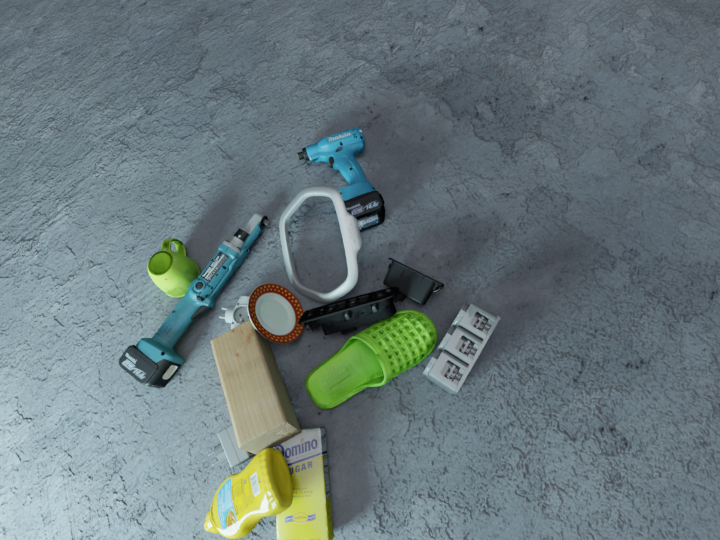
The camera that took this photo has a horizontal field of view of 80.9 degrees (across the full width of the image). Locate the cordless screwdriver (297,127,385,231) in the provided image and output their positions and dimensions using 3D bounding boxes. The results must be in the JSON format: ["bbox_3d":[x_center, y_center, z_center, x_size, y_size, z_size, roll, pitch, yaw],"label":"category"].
[{"bbox_3d":[-0.044,-0.202,0.945,0.160,0.071,0.257,-17,64,2],"label":"cordless screwdriver"}]

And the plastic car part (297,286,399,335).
[{"bbox_3d":[-0.016,0.084,0.823,0.206,0.065,0.067,-21,92,12],"label":"plastic car part"}]

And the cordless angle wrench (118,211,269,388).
[{"bbox_3d":[-0.333,0.043,0.903,0.101,0.072,0.423,28,74,16],"label":"cordless angle wrench"}]

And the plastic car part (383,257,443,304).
[{"bbox_3d":[0.097,0.030,0.841,0.121,0.063,0.071,24,89,20],"label":"plastic car part"}]

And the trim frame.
[{"bbox_3d":[-0.086,-0.056,0.878,0.190,0.026,0.252,-17,77,28],"label":"trim frame"}]
